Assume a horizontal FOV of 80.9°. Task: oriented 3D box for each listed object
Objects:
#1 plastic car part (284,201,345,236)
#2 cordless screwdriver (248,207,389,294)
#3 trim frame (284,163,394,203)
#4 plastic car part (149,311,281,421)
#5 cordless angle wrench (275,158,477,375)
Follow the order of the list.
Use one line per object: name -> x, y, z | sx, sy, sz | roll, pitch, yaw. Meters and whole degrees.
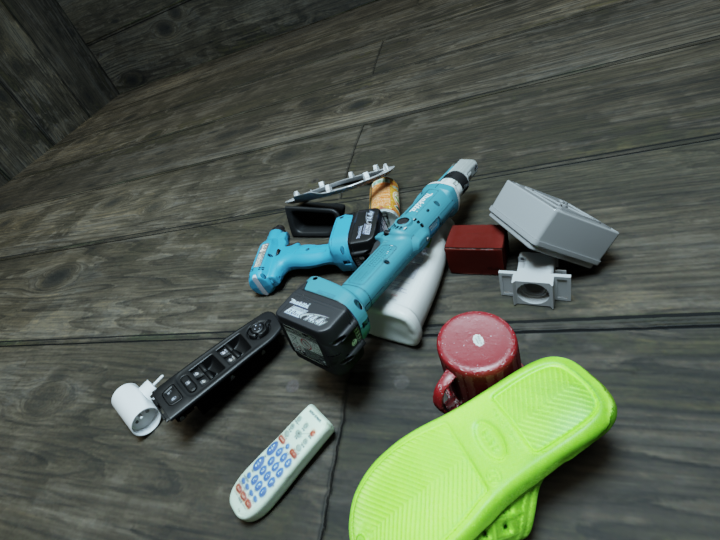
plastic car part -> -0.077, -0.107, 0.823 | 0.121, 0.064, 0.070 | 3, 32, 26
cordless screwdriver -> -0.073, -0.047, 0.743 | 0.256, 0.071, 0.163 | -13, 41, 21
trim frame -> -0.045, -0.169, 0.827 | 0.179, 0.027, 0.261 | -32, 22, -36
plastic car part -> -0.187, 0.139, 0.602 | 0.200, 0.064, 0.070 | -42, 35, -25
cordless angle wrench -> 0.061, -0.045, 0.580 | 0.103, 0.071, 0.418 | 13, 47, 39
